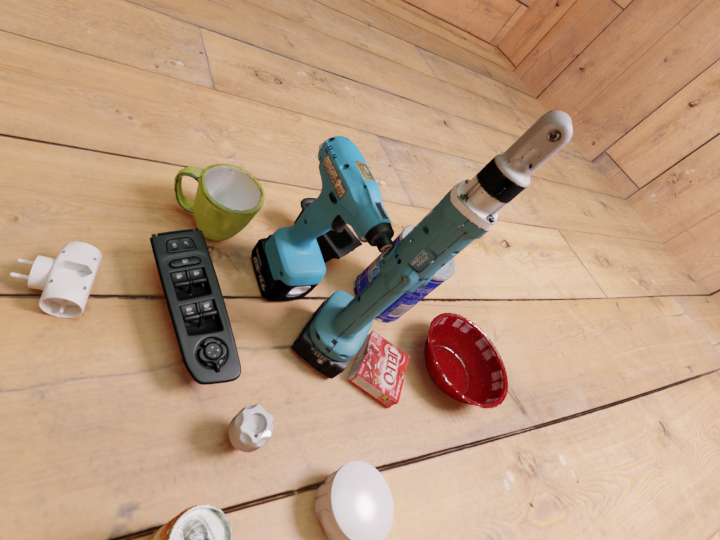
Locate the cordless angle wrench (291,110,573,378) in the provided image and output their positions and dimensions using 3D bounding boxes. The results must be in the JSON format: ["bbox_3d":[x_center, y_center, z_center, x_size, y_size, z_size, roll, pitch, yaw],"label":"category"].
[{"bbox_3d":[0.054,-0.006,0.479,0.074,0.426,0.098,40,41,-5],"label":"cordless angle wrench"}]

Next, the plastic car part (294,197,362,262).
[{"bbox_3d":[-0.067,-0.061,0.713,0.119,0.071,0.064,49,41,11],"label":"plastic car part"}]

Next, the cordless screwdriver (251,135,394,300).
[{"bbox_3d":[-0.055,-0.036,0.562,0.071,0.251,0.165,0,56,-39],"label":"cordless screwdriver"}]

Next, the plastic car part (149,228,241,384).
[{"bbox_3d":[-0.206,0.048,0.516,0.063,0.067,0.211,-6,57,-41],"label":"plastic car part"}]

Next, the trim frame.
[{"bbox_3d":[-0.320,0.081,0.433,0.239,0.028,0.190,-16,64,-43],"label":"trim frame"}]
